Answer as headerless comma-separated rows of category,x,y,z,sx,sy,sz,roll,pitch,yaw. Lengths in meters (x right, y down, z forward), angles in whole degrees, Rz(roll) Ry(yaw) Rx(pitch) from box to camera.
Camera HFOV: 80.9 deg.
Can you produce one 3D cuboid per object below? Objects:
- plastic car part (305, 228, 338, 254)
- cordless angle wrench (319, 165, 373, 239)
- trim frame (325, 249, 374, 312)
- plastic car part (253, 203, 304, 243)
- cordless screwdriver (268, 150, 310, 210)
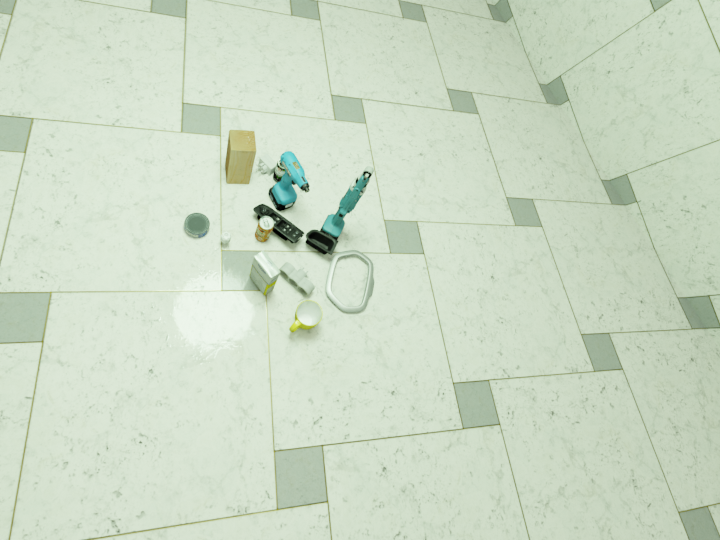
plastic car part,-0.152,-0.099,1.553,0.116,0.071,0.066,29,60,-4
cordless angle wrench,-0.044,-0.227,1.446,0.073,0.424,0.098,30,60,-8
trim frame,-0.034,0.036,1.548,0.181,0.027,0.253,16,61,-9
plastic car part,-0.304,-0.168,1.542,0.204,0.067,0.066,39,60,3
cordless screwdriver,-0.252,-0.295,1.516,0.072,0.249,0.163,-23,77,-28
